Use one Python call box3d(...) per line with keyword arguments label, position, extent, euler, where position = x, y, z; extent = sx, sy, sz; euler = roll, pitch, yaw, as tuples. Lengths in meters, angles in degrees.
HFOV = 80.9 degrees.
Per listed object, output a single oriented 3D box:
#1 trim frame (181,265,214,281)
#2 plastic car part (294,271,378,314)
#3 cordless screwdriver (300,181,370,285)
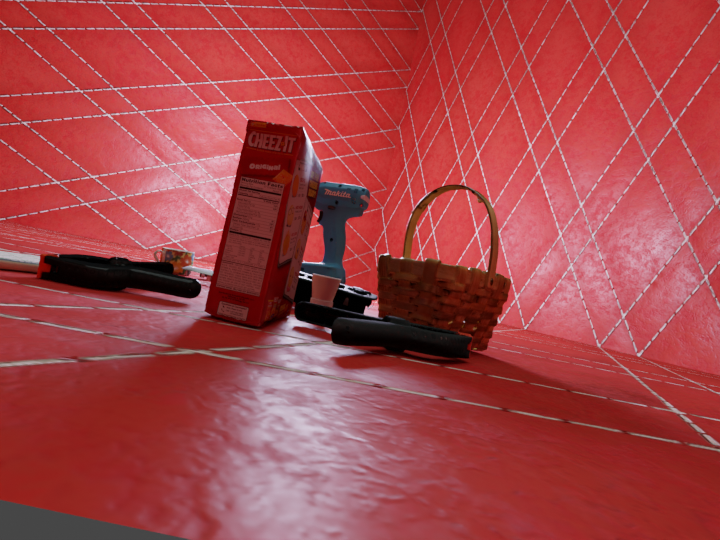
box3d(label="trim frame", position=(-0.269, 0.023, 0.924), extent=(0.194, 0.027, 0.235), euler=(11, -2, 40))
box3d(label="plastic car part", position=(-0.071, 0.039, 0.714), extent=(0.203, 0.067, 0.066), euler=(12, -3, 1))
box3d(label="cordless screwdriver", position=(-0.082, -0.053, 0.834), extent=(0.165, 0.249, 0.072), euler=(10, -4, 19))
